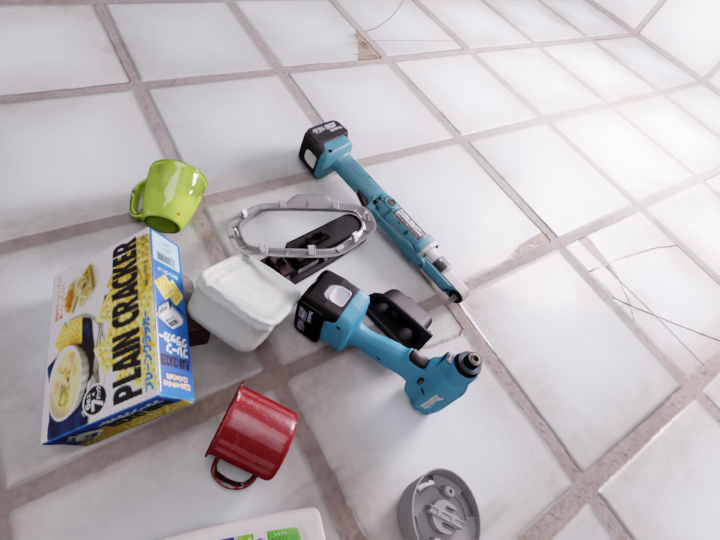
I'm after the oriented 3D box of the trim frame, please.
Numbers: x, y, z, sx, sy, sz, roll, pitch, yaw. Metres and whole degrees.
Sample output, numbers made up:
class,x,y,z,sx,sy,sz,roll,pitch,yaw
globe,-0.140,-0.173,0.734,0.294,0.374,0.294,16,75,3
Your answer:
class,x,y,z,sx,sy,sz,roll,pitch,yaw
trim frame,-0.099,-0.076,0.688,0.254,0.026,0.186,1,35,12

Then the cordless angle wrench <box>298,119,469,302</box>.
class,x,y,z,sx,sy,sz,roll,pitch,yaw
cordless angle wrench,0.045,-0.110,0.788,0.095,0.074,0.436,-30,70,-32

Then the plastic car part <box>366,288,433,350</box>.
class,x,y,z,sx,sy,sz,roll,pitch,yaw
plastic car part,0.067,0.069,0.675,0.121,0.066,0.069,45,40,19

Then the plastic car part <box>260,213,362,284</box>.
class,x,y,z,sx,sy,sz,roll,pitch,yaw
plastic car part,-0.070,-0.046,0.714,0.197,0.066,0.069,-29,63,-34

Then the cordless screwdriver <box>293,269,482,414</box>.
class,x,y,z,sx,sy,sz,roll,pitch,yaw
cordless screwdriver,0.032,0.092,0.581,0.254,0.157,0.074,34,52,10
